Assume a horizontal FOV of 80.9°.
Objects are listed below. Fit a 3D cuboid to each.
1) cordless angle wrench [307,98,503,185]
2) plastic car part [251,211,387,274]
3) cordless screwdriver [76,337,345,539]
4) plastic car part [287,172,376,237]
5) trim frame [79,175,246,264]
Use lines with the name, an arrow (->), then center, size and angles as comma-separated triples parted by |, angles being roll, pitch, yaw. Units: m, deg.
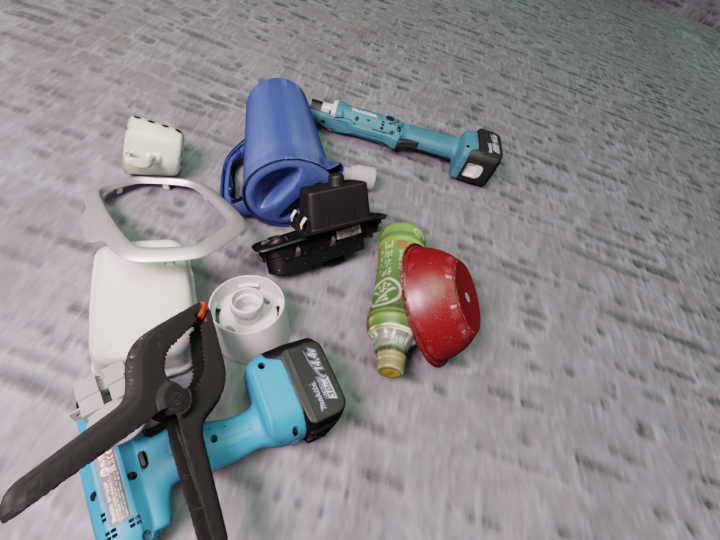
cordless angle wrench -> 0.050, -0.266, 0.807 | 0.422, 0.073, 0.100 | 16, 51, -1
plastic car part -> -0.059, -0.039, 0.604 | 0.196, 0.065, 0.070 | -14, 23, -28
cordless screwdriver -> -0.151, 0.143, 0.431 | 0.242, 0.073, 0.166 | -22, 62, -25
plastic car part -> -0.038, -0.096, 0.577 | 0.114, 0.069, 0.069 | -18, 29, -20
trim frame -> -0.259, -0.074, 0.547 | 0.177, 0.027, 0.263 | -17, 41, -36
